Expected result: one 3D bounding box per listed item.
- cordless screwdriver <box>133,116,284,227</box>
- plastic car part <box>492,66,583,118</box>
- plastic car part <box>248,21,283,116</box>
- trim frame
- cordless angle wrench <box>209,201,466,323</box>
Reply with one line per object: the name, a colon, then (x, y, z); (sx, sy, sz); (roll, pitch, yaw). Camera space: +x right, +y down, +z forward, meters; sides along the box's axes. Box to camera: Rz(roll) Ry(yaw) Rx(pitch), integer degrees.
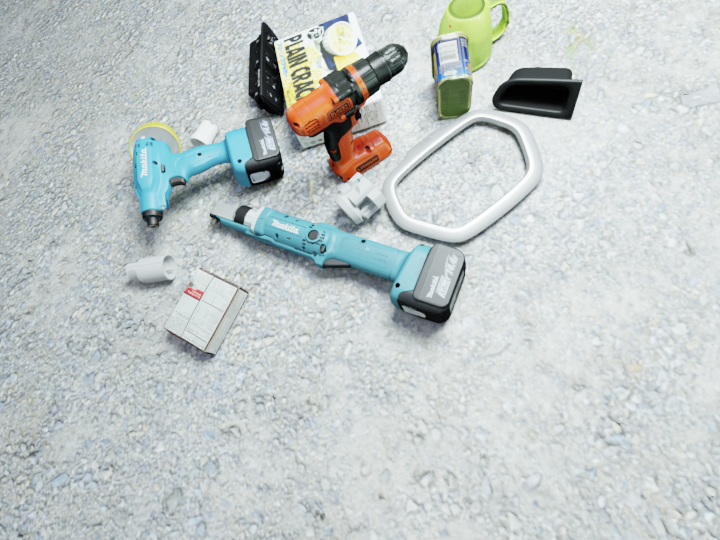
cordless screwdriver: (-0.254, -0.164, 0.710); (0.248, 0.073, 0.163); (-11, 71, -3)
plastic car part: (0.272, -0.284, 0.649); (0.122, 0.063, 0.071); (18, 60, 24)
plastic car part: (-0.186, -0.387, 0.820); (0.069, 0.062, 0.207); (-17, 65, 36)
trim frame: (0.152, -0.148, 0.644); (0.248, 0.026, 0.192); (-40, 65, 0)
cordless angle wrench: (-0.063, -0.041, 0.643); (0.441, 0.071, 0.098); (19, 75, 24)
